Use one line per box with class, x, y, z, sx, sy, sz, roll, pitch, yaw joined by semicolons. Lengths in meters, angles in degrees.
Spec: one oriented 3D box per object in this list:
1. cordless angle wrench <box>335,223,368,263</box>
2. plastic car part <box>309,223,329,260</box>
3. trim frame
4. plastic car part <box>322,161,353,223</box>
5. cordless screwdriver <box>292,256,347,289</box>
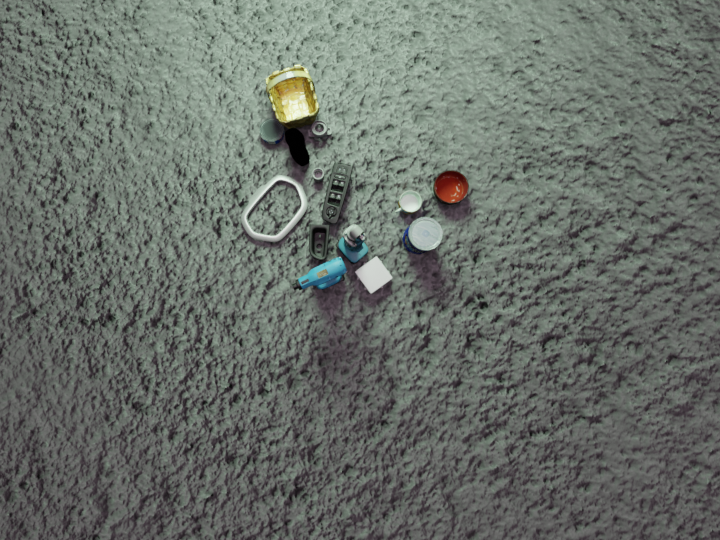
cordless angle wrench;-0.020;-0.085;1.208;0.074;0.420;0.099;-41;89;-4
plastic car part;-0.136;-0.089;1.389;0.066;0.070;0.117;3;85;0
trim frame;-0.292;-0.210;1.432;0.186;0.027;0.248;39;87;6
plastic car part;-0.080;-0.253;1.407;0.067;0.066;0.203;14;85;1
cordless screwdriver;-0.122;0.020;1.288;0.159;0.247;0.075;-24;88;-3
